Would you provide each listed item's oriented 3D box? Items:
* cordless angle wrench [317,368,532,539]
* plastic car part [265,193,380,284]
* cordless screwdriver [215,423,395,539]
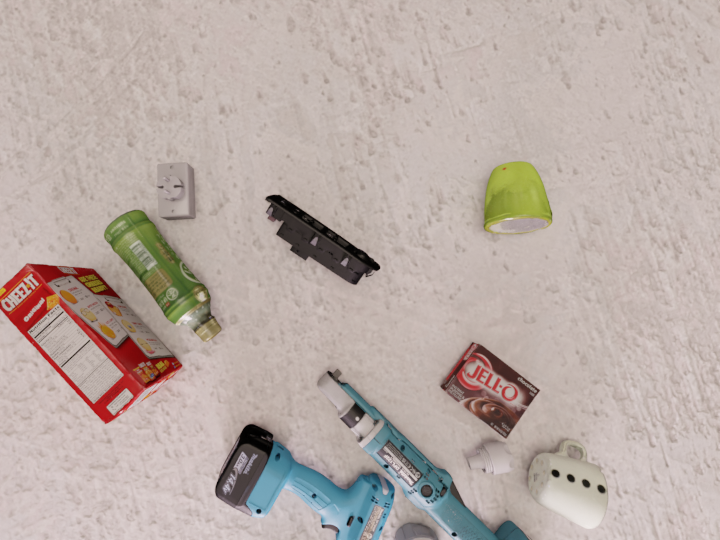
[{"bbox_3d":[0.093,0.309,0.617,0.427,0.074,0.098,44,86,5],"label":"cordless angle wrench"},{"bbox_3d":[-0.063,-0.041,0.647,0.204,0.066,0.067,30,96,1],"label":"plastic car part"},{"bbox_3d":[-0.088,0.341,0.611,0.247,0.075,0.159,24,86,-3],"label":"cordless screwdriver"}]
